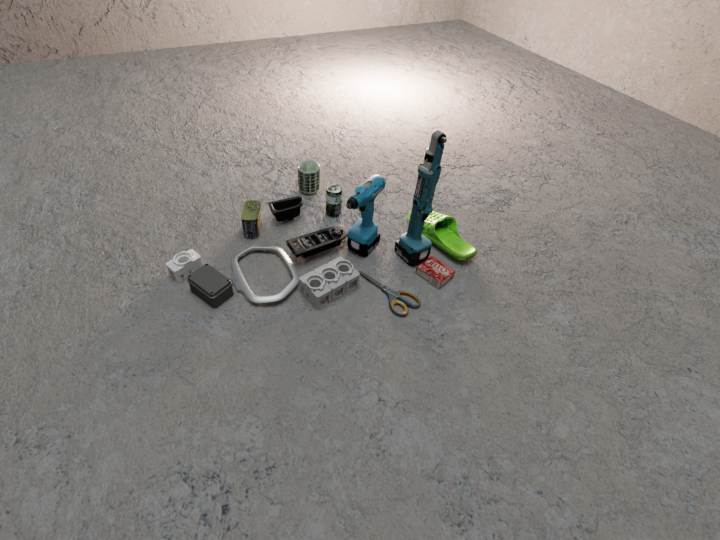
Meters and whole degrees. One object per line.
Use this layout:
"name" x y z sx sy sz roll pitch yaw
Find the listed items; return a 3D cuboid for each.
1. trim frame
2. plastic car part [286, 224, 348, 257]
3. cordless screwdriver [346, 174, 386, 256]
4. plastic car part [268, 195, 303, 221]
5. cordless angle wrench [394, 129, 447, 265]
"trim frame" -0.285 0.005 1.237 0.180 0.027 0.262 -20 48 -21
"plastic car part" -0.128 -0.083 1.304 0.198 0.065 0.070 -24 50 -24
"cordless screwdriver" 0.004 -0.148 1.247 0.077 0.241 0.157 28 48 21
"plastic car part" -0.245 -0.199 1.418 0.114 0.069 0.069 -14 47 -16
"cordless angle wrench" 0.174 -0.194 1.177 0.072 0.411 0.103 -21 50 -26
